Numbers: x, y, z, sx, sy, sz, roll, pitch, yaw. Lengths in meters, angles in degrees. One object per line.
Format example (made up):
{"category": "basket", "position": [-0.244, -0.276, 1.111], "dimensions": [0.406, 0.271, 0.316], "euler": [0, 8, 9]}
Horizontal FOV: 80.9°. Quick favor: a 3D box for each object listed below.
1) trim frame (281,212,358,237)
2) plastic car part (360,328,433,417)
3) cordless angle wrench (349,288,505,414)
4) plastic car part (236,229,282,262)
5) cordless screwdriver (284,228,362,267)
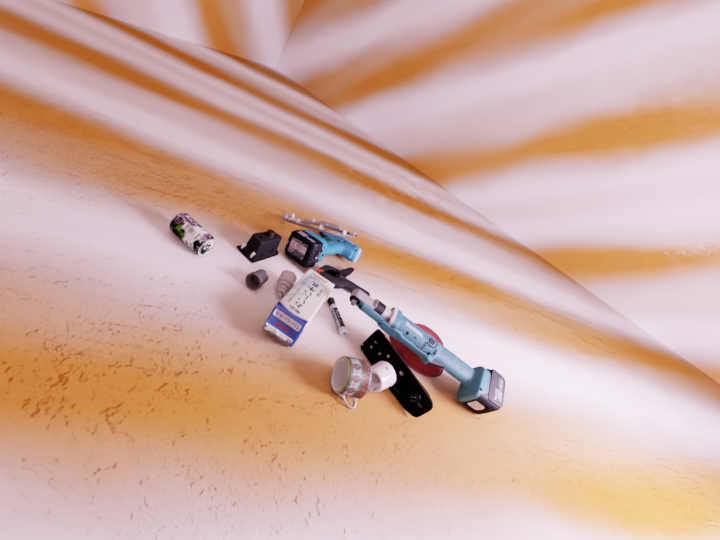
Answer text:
{"category": "trim frame", "position": [-0.125, -0.138, 1.280], "dimensions": [0.258, 0.027, 0.179], "euler": [16, 9, 19]}
{"category": "plastic car part", "position": [0.084, 0.229, 0.928], "dimensions": [0.214, 0.066, 0.063], "euler": [51, 8, 37]}
{"category": "cordless angle wrench", "position": [0.146, 0.173, 0.969], "dimensions": [0.417, 0.075, 0.098], "euler": [37, 49, -7]}
{"category": "plastic car part", "position": [-0.247, -0.072, 1.087], "dimensions": [0.068, 0.071, 0.113], "euler": [42, 31, 16]}
{"category": "cordless screwdriver", "position": [-0.120, -0.079, 1.228], "dimensions": [0.167, 0.074, 0.238], "euler": [34, 21, 28]}
